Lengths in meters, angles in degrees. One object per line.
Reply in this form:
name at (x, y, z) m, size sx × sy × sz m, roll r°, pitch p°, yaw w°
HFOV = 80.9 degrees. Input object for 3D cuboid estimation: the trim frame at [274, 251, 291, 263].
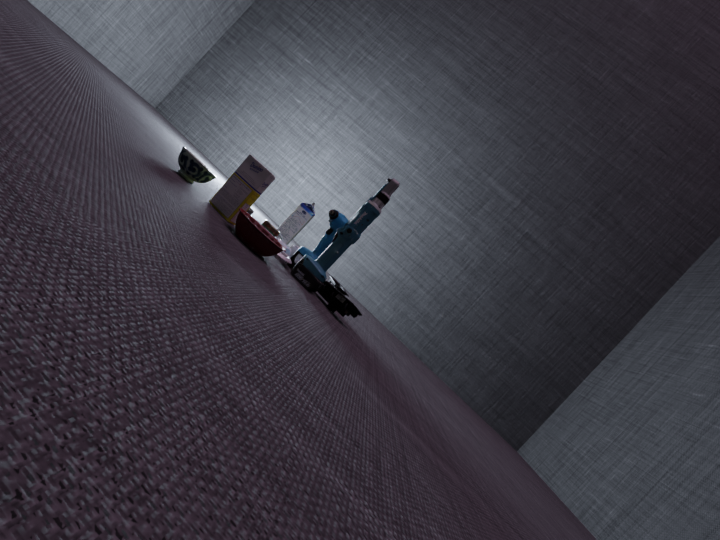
trim frame at (-0.303, -0.095, 1.318) m, size 0.262 × 0.027 × 0.174 m, roll 42°, pitch -1°, yaw 33°

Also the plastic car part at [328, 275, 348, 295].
plastic car part at (-0.098, 0.071, 1.464) m, size 0.063 × 0.071 × 0.121 m, roll 43°, pitch -1°, yaw -22°

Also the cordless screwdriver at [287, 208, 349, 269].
cordless screwdriver at (-0.136, -0.089, 1.393) m, size 0.078 × 0.249 × 0.152 m, roll 43°, pitch 0°, yaw 25°

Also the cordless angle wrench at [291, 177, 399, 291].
cordless angle wrench at (-0.032, -0.114, 1.275) m, size 0.101 × 0.423 × 0.072 m, roll 43°, pitch 0°, yaw 15°

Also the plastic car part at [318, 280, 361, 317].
plastic car part at (-0.077, 0.089, 1.292) m, size 0.063 × 0.067 × 0.214 m, roll 43°, pitch -1°, yaw -39°
